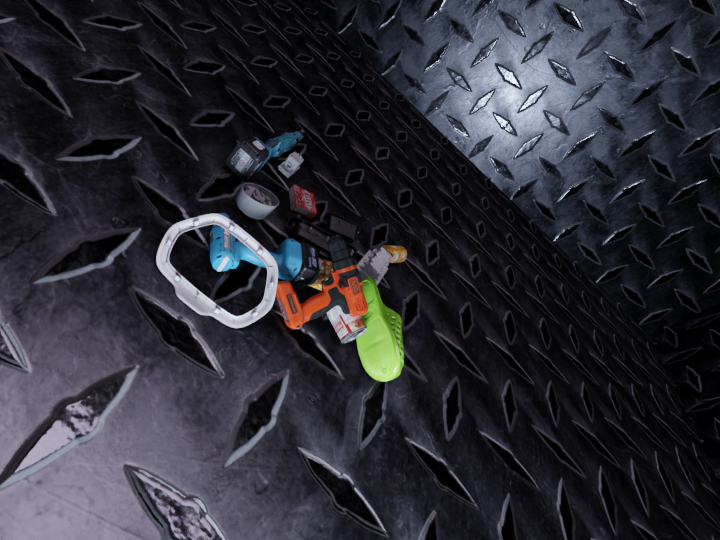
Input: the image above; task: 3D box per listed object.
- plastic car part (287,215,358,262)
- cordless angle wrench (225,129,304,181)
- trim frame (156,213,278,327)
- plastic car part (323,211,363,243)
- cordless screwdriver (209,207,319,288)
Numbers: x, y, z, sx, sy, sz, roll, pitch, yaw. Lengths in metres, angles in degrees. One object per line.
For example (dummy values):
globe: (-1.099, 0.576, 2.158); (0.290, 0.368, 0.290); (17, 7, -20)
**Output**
plastic car part: (-0.109, -0.071, 1.112); (0.196, 0.068, 0.067); (33, 61, -20)
cordless angle wrench: (-0.256, -0.368, 1.262); (0.074, 0.099, 0.423); (42, 28, -8)
trim frame: (-0.271, -0.002, 0.819); (0.245, 0.028, 0.183); (41, 66, -8)
plastic car part: (-0.057, -0.111, 1.215); (0.111, 0.067, 0.073); (20, 55, -28)
cordless screwdriver: (-0.219, -0.052, 0.954); (0.237, 0.075, 0.166); (15, 43, -32)
